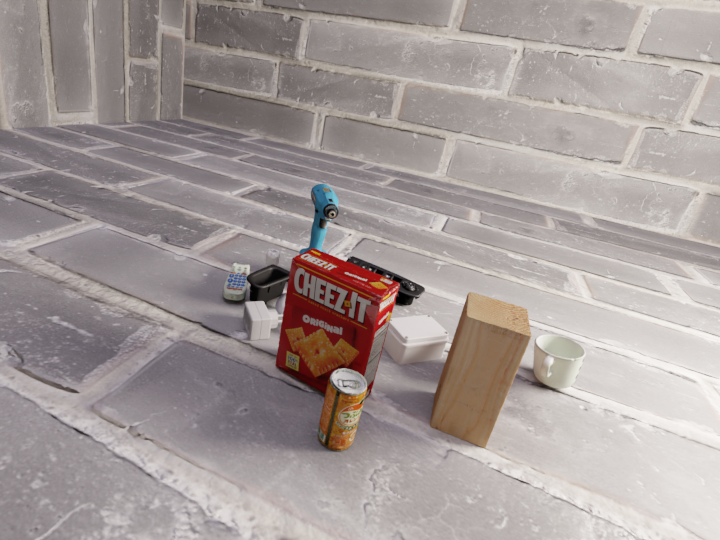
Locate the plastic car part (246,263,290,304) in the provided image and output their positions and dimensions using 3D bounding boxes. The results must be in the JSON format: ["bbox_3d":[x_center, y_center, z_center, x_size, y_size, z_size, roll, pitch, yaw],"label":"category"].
[{"bbox_3d":[-0.204,0.039,0.915,0.069,0.070,0.113,22,26,22],"label":"plastic car part"}]

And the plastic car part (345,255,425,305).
[{"bbox_3d":[0.052,0.033,1.030,0.210,0.066,0.065,19,25,18],"label":"plastic car part"}]

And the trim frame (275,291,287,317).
[{"bbox_3d":[-0.060,0.091,0.909,0.243,0.027,0.192,3,25,-15],"label":"trim frame"}]

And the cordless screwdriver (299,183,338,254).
[{"bbox_3d":[-0.094,-0.062,0.964,0.073,0.245,0.165,5,24,-16],"label":"cordless screwdriver"}]
